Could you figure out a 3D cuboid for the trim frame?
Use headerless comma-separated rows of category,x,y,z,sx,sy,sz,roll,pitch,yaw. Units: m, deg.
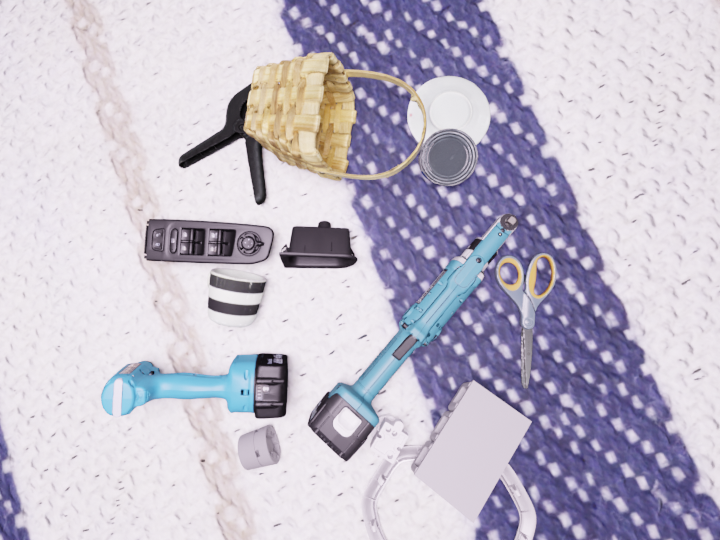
trim frame,0.126,0.353,0.614,0.250,0.027,0.185,2,85,4

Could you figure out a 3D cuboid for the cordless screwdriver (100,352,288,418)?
cordless screwdriver,-0.233,0.163,0.629,0.244,0.162,0.074,1,90,-11

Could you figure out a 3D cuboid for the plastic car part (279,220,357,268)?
plastic car part,-0.065,-0.042,0.661,0.117,0.064,0.072,-2,71,1

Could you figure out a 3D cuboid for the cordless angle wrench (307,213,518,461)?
cordless angle wrench,0.089,0.079,0.621,0.075,0.097,0.422,41,85,4

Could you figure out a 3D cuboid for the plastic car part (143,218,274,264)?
plastic car part,-0.233,-0.041,0.668,0.206,0.065,0.067,2,79,9
